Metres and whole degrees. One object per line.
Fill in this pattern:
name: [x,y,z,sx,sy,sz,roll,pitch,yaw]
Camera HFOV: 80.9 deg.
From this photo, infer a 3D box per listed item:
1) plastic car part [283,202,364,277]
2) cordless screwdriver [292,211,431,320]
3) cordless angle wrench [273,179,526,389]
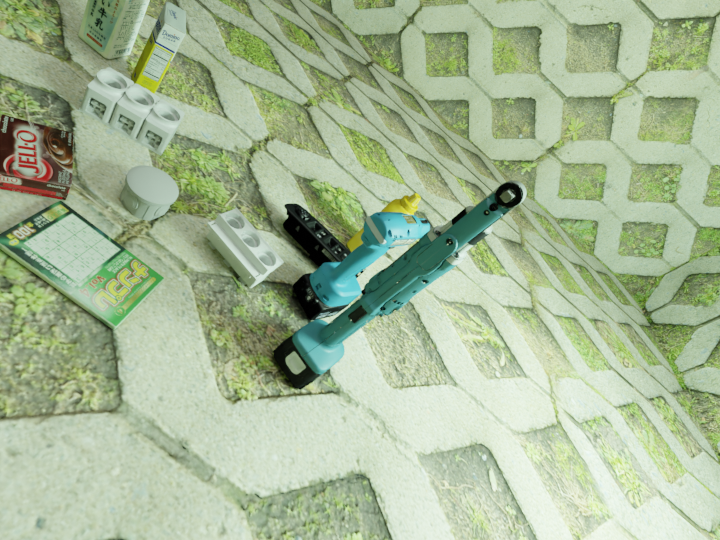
plastic car part: [-0.083,-0.054,0.848,0.205,0.068,0.065,48,34,5]
cordless screwdriver: [0.006,-0.012,0.729,0.152,0.252,0.077,-7,62,-51]
cordless angle wrench: [0.034,0.029,0.557,0.076,0.428,0.095,54,34,7]
